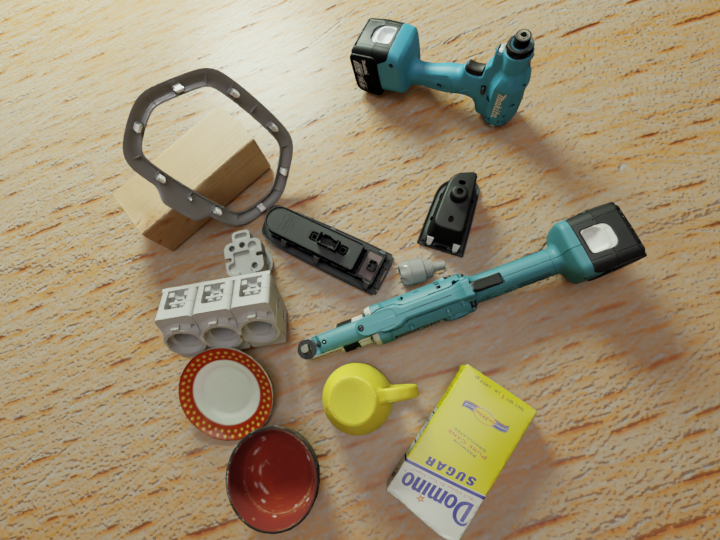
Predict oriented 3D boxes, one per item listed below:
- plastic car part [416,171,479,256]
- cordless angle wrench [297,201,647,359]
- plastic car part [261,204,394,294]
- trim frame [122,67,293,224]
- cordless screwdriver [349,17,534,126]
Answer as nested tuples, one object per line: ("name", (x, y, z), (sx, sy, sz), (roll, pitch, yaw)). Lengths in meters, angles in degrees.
("plastic car part", (0.128, -0.088, 0.578), (0.067, 0.069, 0.117), (18, 80, 10))
("cordless angle wrench", (0.117, 0.034, 0.540), (0.426, 0.094, 0.076), (-21, 74, 7))
("plastic car part", (-0.059, -0.038, 0.602), (0.210, 0.065, 0.066), (25, 86, 18))
("trim frame", (-0.191, -0.152, 0.570), (0.184, 0.234, 0.029), (-49, 51, 6))
("cordless screwdriver", (0.110, -0.296, 0.598), (0.257, 0.154, 0.074), (24, 79, 16))
